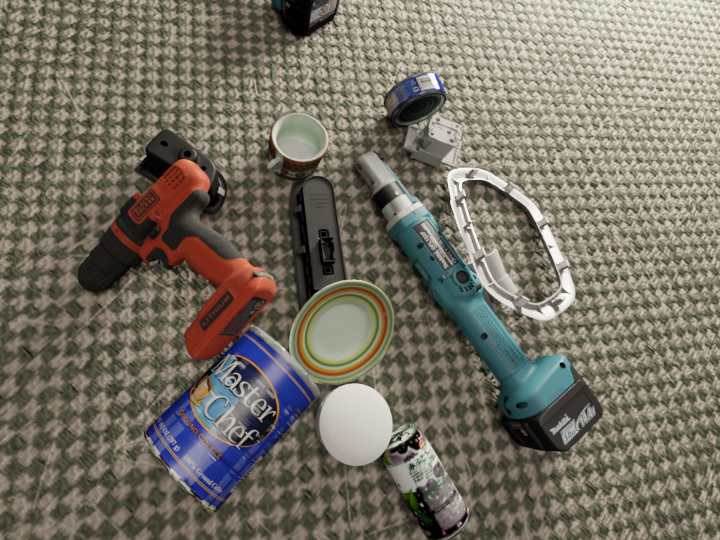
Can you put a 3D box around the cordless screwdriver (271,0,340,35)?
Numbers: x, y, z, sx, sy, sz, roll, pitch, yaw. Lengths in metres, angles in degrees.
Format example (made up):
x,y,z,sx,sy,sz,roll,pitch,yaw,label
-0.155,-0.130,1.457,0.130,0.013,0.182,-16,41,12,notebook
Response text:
x,y,z,sx,sy,sz,roll,pitch,yaw,label
-0.129,-0.493,0.662,0.253,0.074,0.158,42,68,8,cordless screwdriver

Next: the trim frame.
x,y,z,sx,sy,sz,roll,pitch,yaw,label
0.199,-0.048,0.567,0.178,0.027,0.256,8,55,-20,trim frame

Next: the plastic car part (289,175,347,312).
x,y,z,sx,sy,sz,roll,pitch,yaw,label
-0.052,-0.034,0.527,0.065,0.066,0.208,-6,70,-9,plastic car part

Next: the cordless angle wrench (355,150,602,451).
x,y,z,sx,sy,sz,roll,pitch,yaw,label
0.120,0.016,0.542,0.096,0.074,0.432,-30,78,-21,cordless angle wrench

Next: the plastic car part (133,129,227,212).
x,y,z,sx,sy,sz,roll,pitch,yaw,label
-0.214,-0.129,0.517,0.117,0.070,0.066,33,69,2,plastic car part
